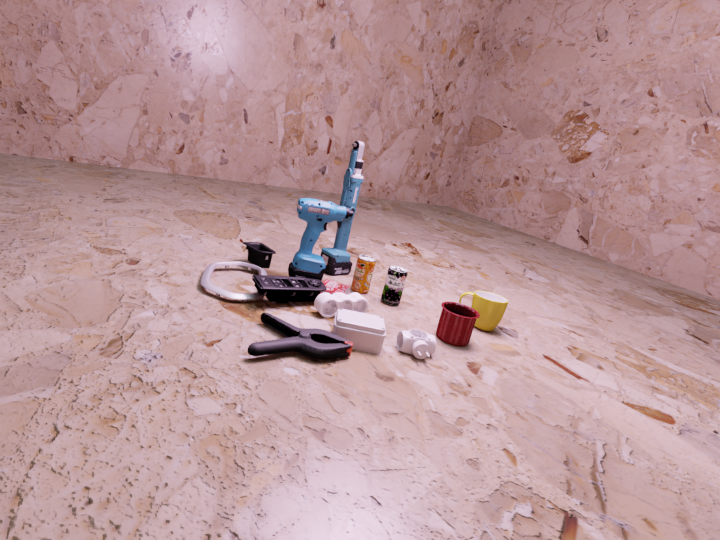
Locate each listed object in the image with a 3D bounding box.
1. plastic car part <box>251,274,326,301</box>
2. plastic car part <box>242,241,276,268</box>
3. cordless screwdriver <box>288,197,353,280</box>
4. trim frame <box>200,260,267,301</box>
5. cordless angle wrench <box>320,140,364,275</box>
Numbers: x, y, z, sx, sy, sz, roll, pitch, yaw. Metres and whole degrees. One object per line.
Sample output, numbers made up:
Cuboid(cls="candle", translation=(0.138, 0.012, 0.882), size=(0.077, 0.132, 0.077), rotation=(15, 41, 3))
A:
Cuboid(cls="plastic car part", translation=(-0.175, 0.051, 1.069), size=(0.194, 0.066, 0.070), rotation=(-1, 20, -35))
Cuboid(cls="plastic car part", translation=(-0.305, -0.040, 1.271), size=(0.063, 0.070, 0.123), rotation=(-1, 21, -38))
Cuboid(cls="cordless screwdriver", translation=(-0.118, -0.077, 1.209), size=(0.155, 0.246, 0.077), rotation=(8, 16, -15))
Cuboid(cls="trim frame", translation=(-0.326, 0.025, 1.126), size=(0.181, 0.027, 0.256), rotation=(7, 18, -13))
Cuboid(cls="cordless angle wrench", translation=(-0.044, -0.193, 1.332), size=(0.093, 0.418, 0.079), rotation=(-1, 20, -41))
